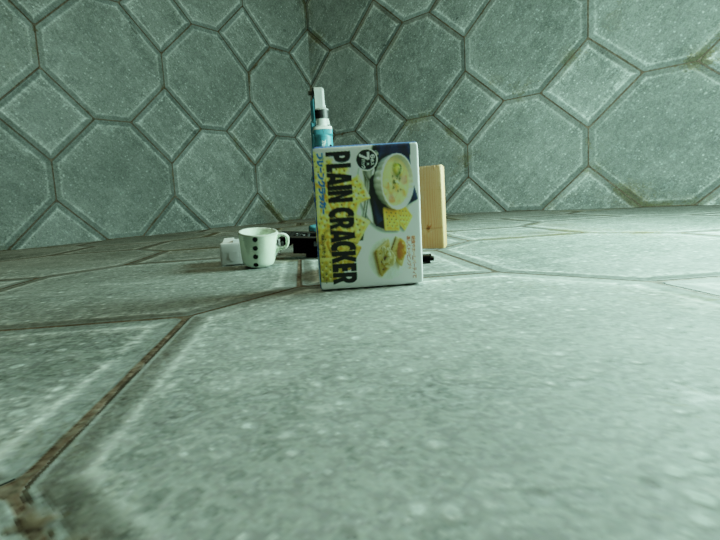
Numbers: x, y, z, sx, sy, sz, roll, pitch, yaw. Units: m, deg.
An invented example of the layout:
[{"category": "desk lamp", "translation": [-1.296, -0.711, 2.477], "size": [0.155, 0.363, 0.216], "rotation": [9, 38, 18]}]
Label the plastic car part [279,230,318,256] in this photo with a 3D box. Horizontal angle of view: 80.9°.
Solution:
[{"category": "plastic car part", "translation": [-0.101, -0.066, 1.035], "size": [0.205, 0.066, 0.066], "rotation": [-3, 8, 7]}]

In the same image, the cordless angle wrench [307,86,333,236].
[{"category": "cordless angle wrench", "translation": [-0.094, -0.255, 1.090], "size": [0.097, 0.420, 0.076], "rotation": [-4, 6, -9]}]
